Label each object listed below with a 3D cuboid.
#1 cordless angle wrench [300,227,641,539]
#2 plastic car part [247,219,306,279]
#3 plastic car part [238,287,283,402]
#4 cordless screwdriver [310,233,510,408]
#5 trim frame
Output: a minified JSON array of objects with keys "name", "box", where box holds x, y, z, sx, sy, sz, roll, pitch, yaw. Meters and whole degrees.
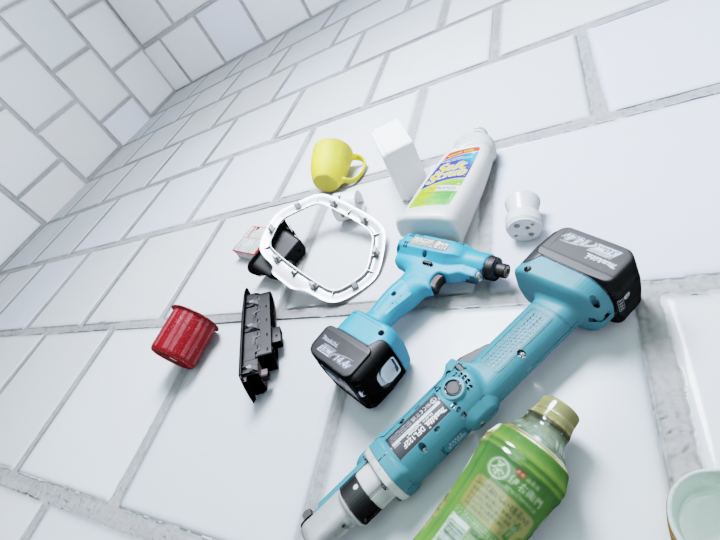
[{"name":"cordless angle wrench","box":[0.103,0.129,0.432,0.422,0.070,0.103,-43,38,-5]},{"name":"plastic car part","box":[-0.147,-0.025,0.791,0.075,0.062,0.116,24,69,33]},{"name":"plastic car part","box":[-0.158,0.097,0.666,0.067,0.063,0.212,-23,39,0]},{"name":"cordless screwdriver","box":[0.064,0.054,0.536,0.168,0.071,0.247,16,57,45]},{"name":"trim frame","box":[-0.071,-0.046,0.726,0.262,0.026,0.183,34,77,32]}]
